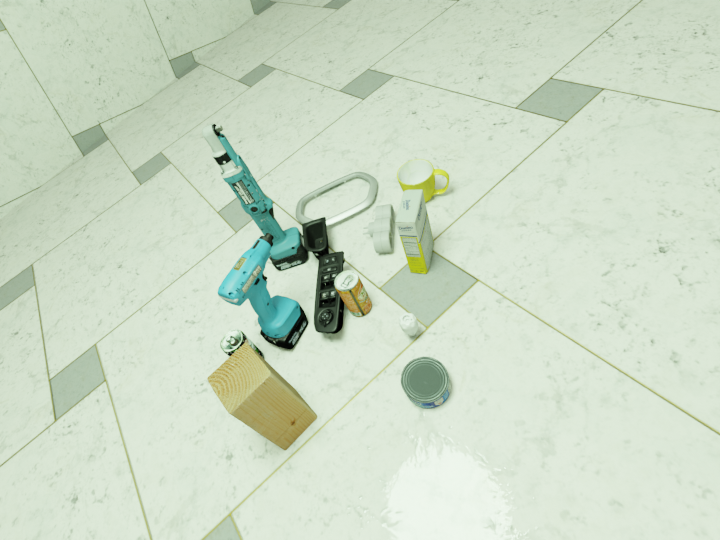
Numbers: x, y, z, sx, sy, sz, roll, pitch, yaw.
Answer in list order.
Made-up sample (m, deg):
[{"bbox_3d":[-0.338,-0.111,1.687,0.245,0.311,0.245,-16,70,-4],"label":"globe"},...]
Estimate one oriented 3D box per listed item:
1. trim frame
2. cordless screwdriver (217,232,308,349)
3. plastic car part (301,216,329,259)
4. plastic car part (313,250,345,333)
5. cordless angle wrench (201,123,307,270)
[{"bbox_3d":[-0.068,-0.200,1.185,0.249,0.026,0.193,-28,47,2],"label":"trim frame"},{"bbox_3d":[-0.188,0.049,0.893,0.078,0.236,0.159,11,58,30],"label":"cordless screwdriver"},{"bbox_3d":[-0.104,-0.068,1.065,0.067,0.067,0.121,-19,48,9],"label":"plastic car part"},{"bbox_3d":[-0.065,0.056,0.947,0.068,0.064,0.208,-10,50,17],"label":"plastic car part"},{"bbox_3d":[-0.242,-0.157,0.973,0.099,0.402,0.077,-17,47,9],"label":"cordless angle wrench"}]
